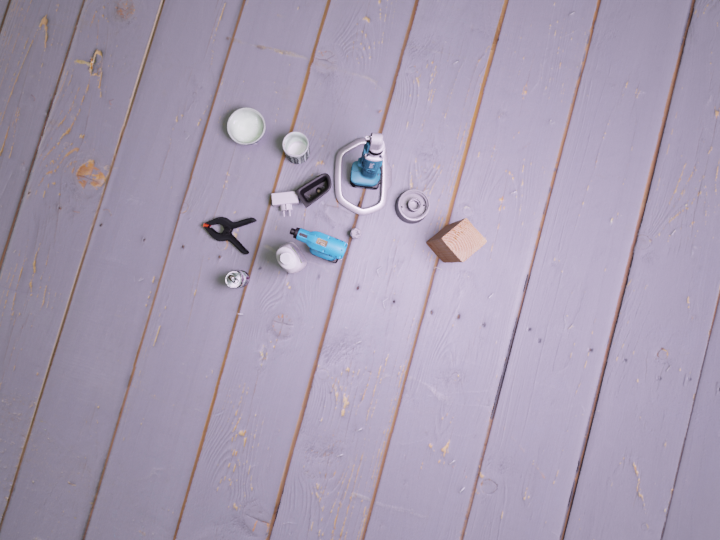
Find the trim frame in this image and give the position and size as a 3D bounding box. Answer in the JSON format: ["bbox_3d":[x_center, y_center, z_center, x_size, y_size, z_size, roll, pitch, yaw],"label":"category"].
[{"bbox_3d":[0.009,-0.301,1.355,0.185,0.027,0.249,0,87,2],"label":"trim frame"}]

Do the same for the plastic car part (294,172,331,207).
[{"bbox_3d":[-0.140,-0.253,1.337,0.116,0.071,0.066,-34,89,-1],"label":"plastic car part"}]

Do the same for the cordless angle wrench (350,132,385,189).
[{"bbox_3d":[0.027,-0.299,1.158,0.098,0.422,0.074,7,90,-3],"label":"cordless angle wrench"}]

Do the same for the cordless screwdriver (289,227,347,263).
[{"bbox_3d":[-0.121,-0.079,1.237,0.160,0.248,0.074,21,89,-1],"label":"cordless screwdriver"}]
